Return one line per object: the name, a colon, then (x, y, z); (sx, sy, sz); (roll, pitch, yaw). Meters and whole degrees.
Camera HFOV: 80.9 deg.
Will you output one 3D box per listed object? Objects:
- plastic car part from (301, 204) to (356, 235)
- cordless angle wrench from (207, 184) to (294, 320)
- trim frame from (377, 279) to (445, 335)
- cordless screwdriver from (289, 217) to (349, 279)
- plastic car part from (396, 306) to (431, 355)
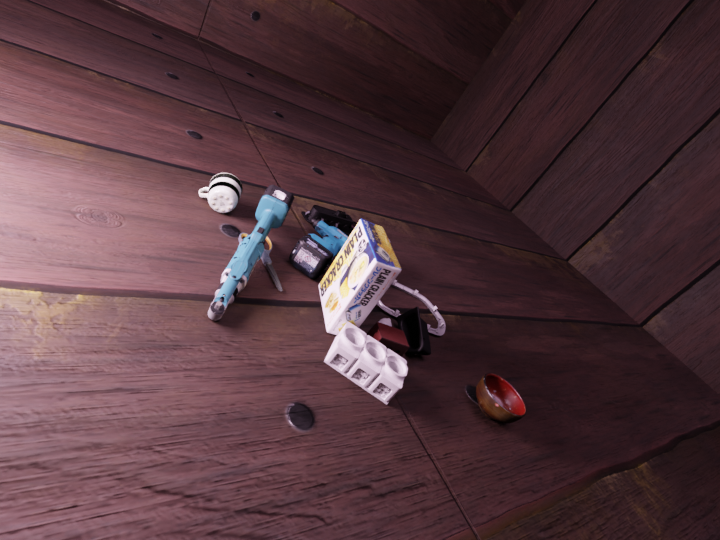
plastic car part: (-0.086, -0.158, 1.315); (0.194, 0.067, 0.069); (9, 43, -32)
cordless angle wrench: (-0.242, -0.048, 0.937); (0.073, 0.098, 0.430); (25, 38, -10)
trim frame: (0.131, 0.094, 1.161); (0.242, 0.027, 0.189); (27, 29, -14)
cordless screwdriver: (-0.111, -0.073, 1.139); (0.162, 0.074, 0.244); (37, 24, 8)
plastic car part: (0.140, 0.160, 1.028); (0.067, 0.067, 0.121); (31, 38, -36)
